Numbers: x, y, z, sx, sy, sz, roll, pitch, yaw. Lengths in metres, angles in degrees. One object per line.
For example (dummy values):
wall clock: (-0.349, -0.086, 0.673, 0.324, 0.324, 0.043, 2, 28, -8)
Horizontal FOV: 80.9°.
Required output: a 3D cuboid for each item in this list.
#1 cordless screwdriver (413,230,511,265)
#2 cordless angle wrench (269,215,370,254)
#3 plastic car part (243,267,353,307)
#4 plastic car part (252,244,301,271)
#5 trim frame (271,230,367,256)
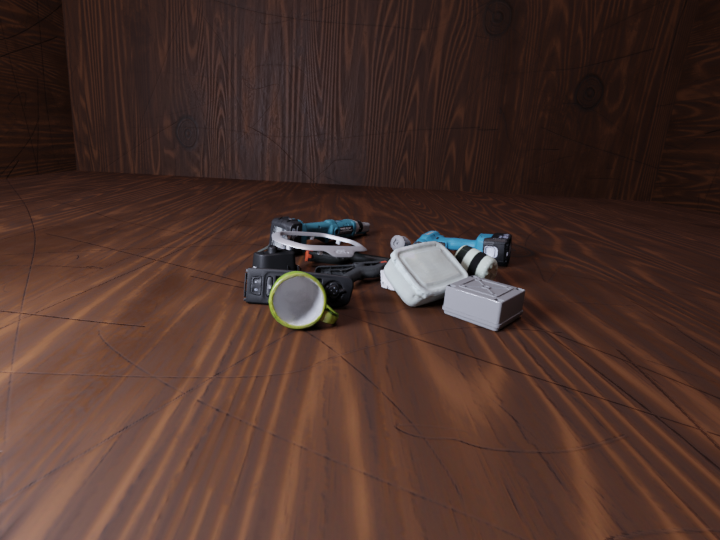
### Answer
cordless screwdriver: (0.278, -0.065, 1.168, 0.261, 0.073, 0.154, 9, 17, 30)
cordless angle wrench: (-0.093, -0.118, 1.256, 0.078, 0.097, 0.406, 18, 19, 32)
plastic car part: (-0.115, 0.036, 0.804, 0.205, 0.067, 0.066, 3, -10, 5)
plastic car part: (-0.191, -0.021, 0.948, 0.112, 0.070, 0.069, -3, 16, -31)
trim frame: (-0.099, -0.065, 1.012, 0.236, 0.027, 0.195, 1, 15, -43)
